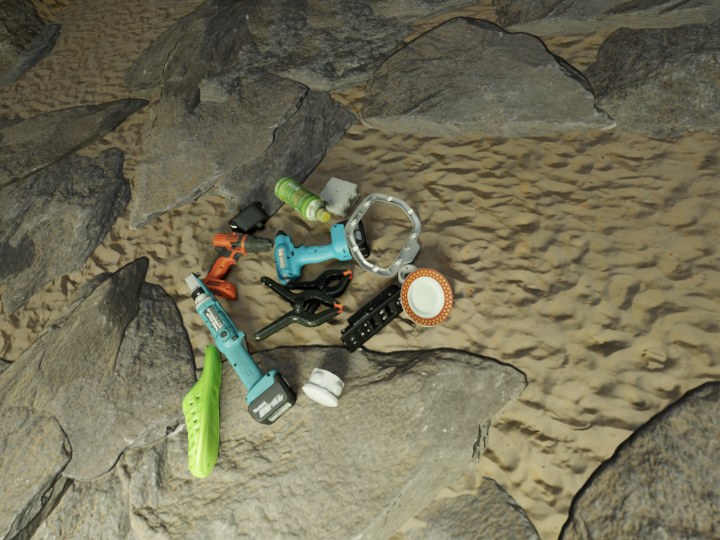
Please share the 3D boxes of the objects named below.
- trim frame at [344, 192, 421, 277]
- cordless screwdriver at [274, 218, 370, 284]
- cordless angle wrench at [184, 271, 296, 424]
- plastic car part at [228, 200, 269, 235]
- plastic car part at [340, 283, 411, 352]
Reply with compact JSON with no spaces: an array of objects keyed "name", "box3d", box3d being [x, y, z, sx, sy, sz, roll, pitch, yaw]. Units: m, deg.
[{"name":"trim frame","box3d":[0.062,-0.094,1.041,0.183,0.028,0.248,37,55,-3]},{"name":"cordless screwdriver","box3d":[-0.108,-0.070,1.102,0.251,0.071,0.165,-18,56,8]},{"name":"cordless angle wrench","box3d":[-0.306,0.157,0.986,0.097,0.071,0.443,-38,62,-11]},{"name":"plastic car part","box3d":[-0.310,-0.142,1.213,0.115,0.064,0.073,-41,74,-16]},{"name":"plastic car part","box3d":[0.036,0.099,0.967,0.202,0.063,0.070,-35,32,-7]}]
